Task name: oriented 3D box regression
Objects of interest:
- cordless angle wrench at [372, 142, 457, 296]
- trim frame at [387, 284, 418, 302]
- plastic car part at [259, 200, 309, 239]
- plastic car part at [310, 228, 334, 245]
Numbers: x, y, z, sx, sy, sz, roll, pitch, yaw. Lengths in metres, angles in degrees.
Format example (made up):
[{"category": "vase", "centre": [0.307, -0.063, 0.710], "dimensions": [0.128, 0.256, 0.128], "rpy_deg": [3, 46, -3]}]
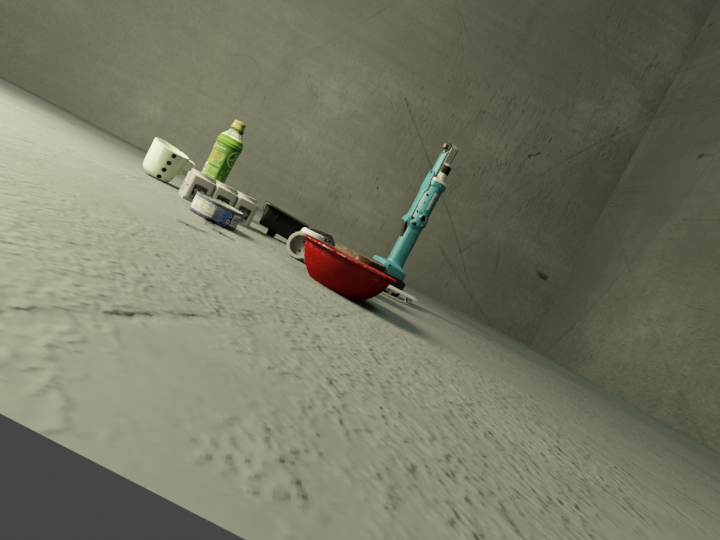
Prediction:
[{"category": "cordless angle wrench", "centre": [0.148, -0.139, 1.114], "dimensions": [0.093, 0.422, 0.078], "rpy_deg": [26, 2, -28]}, {"category": "trim frame", "centre": [0.048, 0.033, 1.102], "dimensions": [0.235, 0.027, 0.195], "rpy_deg": [25, 4, -42]}, {"category": "plastic car part", "centre": [-0.191, -0.109, 0.999], "dimensions": [0.112, 0.071, 0.068], "rpy_deg": [26, 3, -20]}, {"category": "plastic car part", "centre": [-0.110, -0.072, 1.120], "dimensions": [0.065, 0.067, 0.206], "rpy_deg": [27, 3, -12]}]
